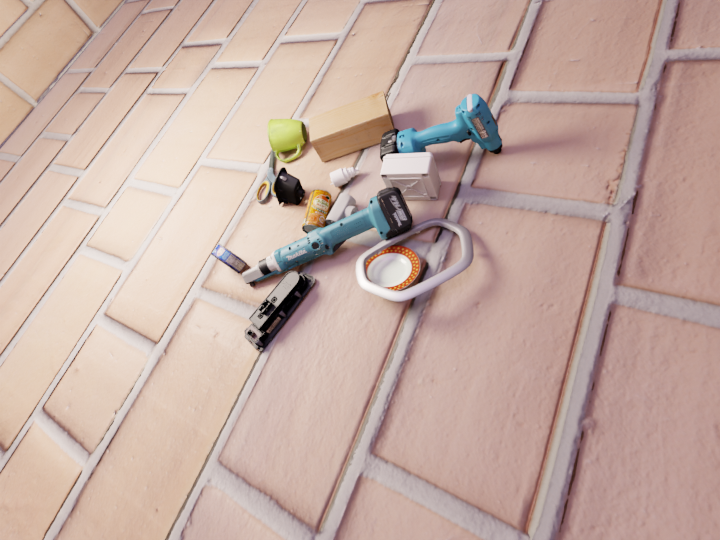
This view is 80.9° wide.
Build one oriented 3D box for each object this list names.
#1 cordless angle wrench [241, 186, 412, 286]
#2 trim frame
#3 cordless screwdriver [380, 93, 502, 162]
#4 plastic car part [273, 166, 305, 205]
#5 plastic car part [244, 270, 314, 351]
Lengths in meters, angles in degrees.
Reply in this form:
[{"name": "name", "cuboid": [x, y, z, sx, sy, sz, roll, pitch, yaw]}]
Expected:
[{"name": "cordless angle wrench", "cuboid": [-0.094, -0.061, 0.960, 0.431, 0.096, 0.074, -23, 10, 17]}, {"name": "trim frame", "cuboid": [0.108, -0.026, 0.854, 0.248, 0.026, 0.194, -30, 45, -4]}, {"name": "cordless screwdriver", "cuboid": [0.178, -0.281, 0.947, 0.258, 0.150, 0.076, -13, 53, 35]}, {"name": "plastic car part", "cuboid": [-0.173, -0.204, 1.072, 0.072, 0.114, 0.066, 27, 74, 7]}, {"name": "plastic car part", "cuboid": [-0.188, 0.076, 0.941, 0.202, 0.063, 0.070, -49, 48, -11]}]
